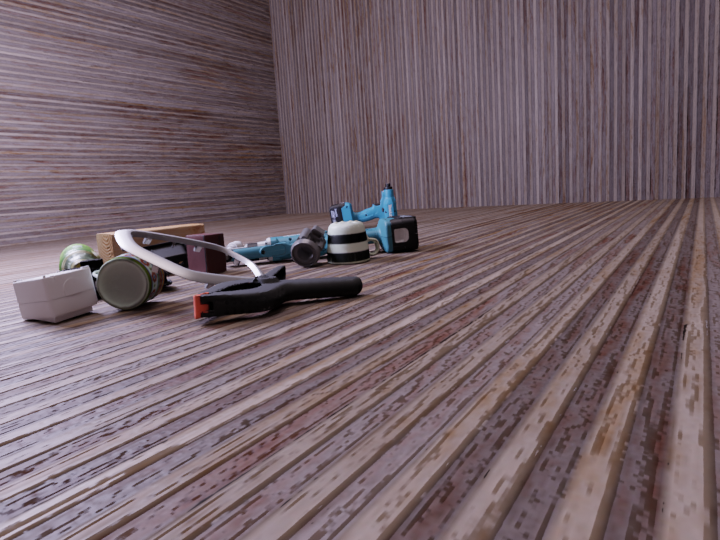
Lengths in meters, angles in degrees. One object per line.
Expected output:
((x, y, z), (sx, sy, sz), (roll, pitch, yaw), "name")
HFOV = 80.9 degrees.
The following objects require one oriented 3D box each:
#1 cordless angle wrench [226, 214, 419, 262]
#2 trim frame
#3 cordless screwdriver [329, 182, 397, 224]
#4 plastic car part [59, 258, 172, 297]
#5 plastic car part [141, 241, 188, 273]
((-0.089, -0.059, 0.915), (0.418, 0.073, 0.100), (-8, 9, -8), "cordless angle wrench")
((-0.241, -0.016, 0.632), (0.194, 0.027, 0.237), (30, 11, 29), "trim frame")
((0.009, -0.235, 1.578), (0.252, 0.158, 0.074), (-5, 7, 7), "cordless screwdriver")
((-0.408, 0.013, 0.680), (0.199, 0.067, 0.068), (-4, 1, -14), "plastic car part")
((-0.397, -0.017, 0.857), (0.112, 0.064, 0.075), (-15, 27, -34), "plastic car part")
